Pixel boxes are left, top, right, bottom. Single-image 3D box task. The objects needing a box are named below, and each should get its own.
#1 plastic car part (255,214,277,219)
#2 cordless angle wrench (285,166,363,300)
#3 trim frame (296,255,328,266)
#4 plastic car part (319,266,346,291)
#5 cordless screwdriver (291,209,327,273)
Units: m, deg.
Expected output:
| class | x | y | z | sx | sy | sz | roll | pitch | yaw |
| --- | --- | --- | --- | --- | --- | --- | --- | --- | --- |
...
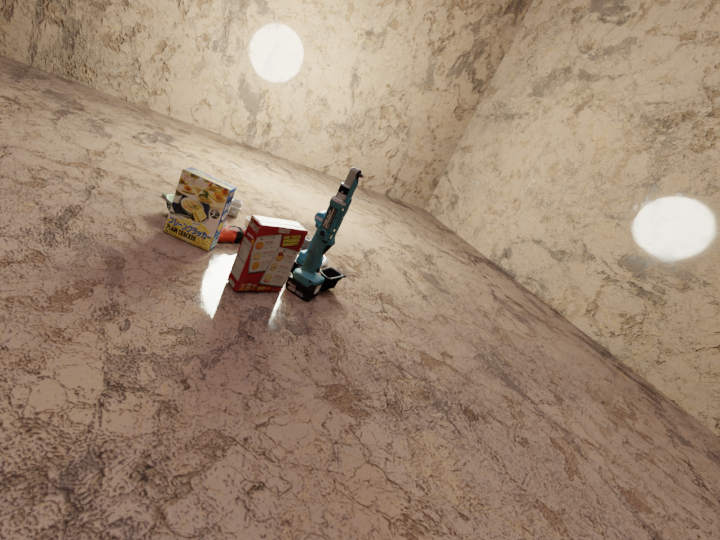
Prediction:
| class | x | y | z | sx | sy | sz | roll | pitch | yaw |
| --- | --- | --- | --- | --- | --- | --- | --- | --- | --- |
| plastic car part | -0.330 | -0.167 | 1.669 | 0.193 | 0.067 | 0.070 | 1 | 30 | -48 |
| cordless angle wrench | -0.100 | -0.110 | 1.255 | 0.102 | 0.421 | 0.072 | 33 | 20 | 19 |
| trim frame | -0.237 | -0.072 | 1.591 | 0.243 | 0.027 | 0.189 | 19 | 20 | -13 |
| plastic car part | -0.109 | 0.035 | 1.396 | 0.068 | 0.070 | 0.113 | 32 | 20 | 18 |
| cordless screwdriver | -0.139 | -0.091 | 1.422 | 0.077 | 0.247 | 0.155 | 31 | 19 | 14 |
